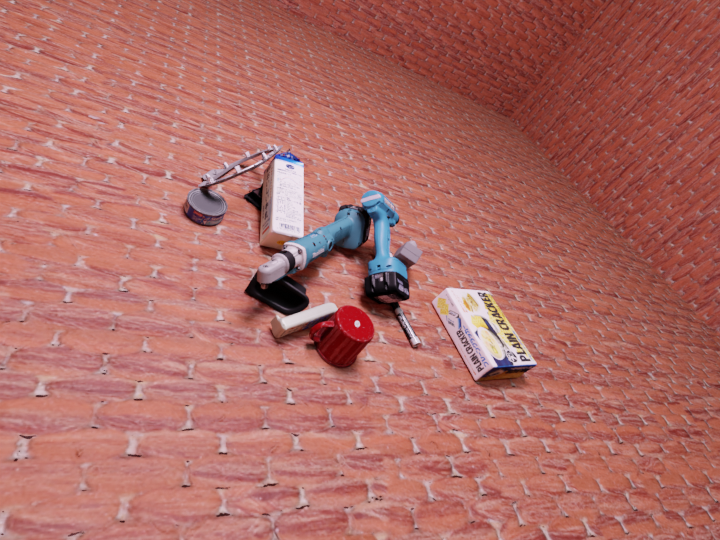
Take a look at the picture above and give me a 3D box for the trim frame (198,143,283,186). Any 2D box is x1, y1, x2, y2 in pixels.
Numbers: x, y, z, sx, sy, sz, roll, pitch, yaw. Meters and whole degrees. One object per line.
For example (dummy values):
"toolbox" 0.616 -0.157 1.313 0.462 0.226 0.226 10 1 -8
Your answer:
"trim frame" -0.275 -0.245 0.972 0.251 0.189 0.026 -73 143 -57

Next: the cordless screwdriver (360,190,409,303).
"cordless screwdriver" 0.063 -0.049 0.978 0.151 0.077 0.254 29 52 -58

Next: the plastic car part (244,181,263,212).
"plastic car part" -0.203 -0.213 1.063 0.068 0.067 0.200 33 33 8

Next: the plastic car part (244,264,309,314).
"plastic car part" -0.154 0.032 0.819 0.114 0.066 0.072 31 22 -10

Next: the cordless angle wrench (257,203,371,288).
"cordless angle wrench" -0.086 -0.056 0.880 0.077 0.096 0.414 15 23 18
